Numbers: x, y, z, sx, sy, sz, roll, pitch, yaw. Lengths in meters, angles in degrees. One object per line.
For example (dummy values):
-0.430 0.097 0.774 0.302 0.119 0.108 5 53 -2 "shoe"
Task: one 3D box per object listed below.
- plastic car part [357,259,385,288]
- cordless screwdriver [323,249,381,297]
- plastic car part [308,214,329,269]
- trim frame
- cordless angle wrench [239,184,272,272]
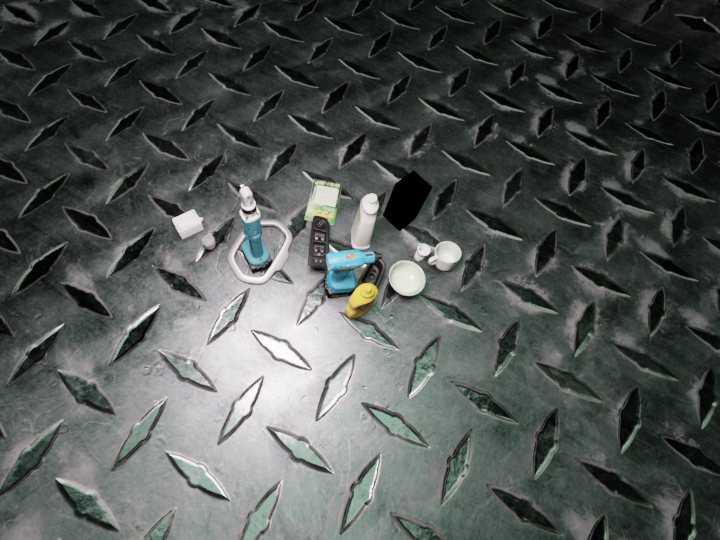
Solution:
0.038 0.017 1.393 0.067 0.070 0.117 25 65 5 "plastic car part"
-0.032 0.005 1.297 0.157 0.245 0.076 -6 68 -10 "cordless screwdriver"
-0.140 -0.092 1.434 0.066 0.066 0.207 4 65 -5 "plastic car part"
-0.337 -0.069 1.431 0.187 0.027 0.249 24 65 7 "trim frame"
-0.317 -0.117 1.241 0.073 0.417 0.101 -26 73 -19 "cordless angle wrench"
